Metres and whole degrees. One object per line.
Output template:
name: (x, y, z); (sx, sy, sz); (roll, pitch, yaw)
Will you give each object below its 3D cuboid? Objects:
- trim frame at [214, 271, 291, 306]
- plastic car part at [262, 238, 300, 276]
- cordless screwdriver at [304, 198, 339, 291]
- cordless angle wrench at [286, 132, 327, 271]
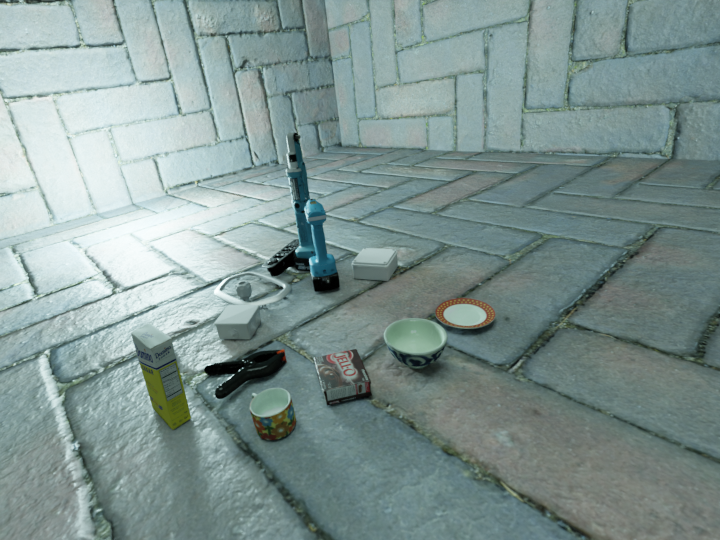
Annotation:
trim frame: (-0.314, 0.054, 1.234); (0.262, 0.027, 0.179); (13, 32, 38)
plastic car part: (-0.241, -0.040, 1.366); (0.069, 0.065, 0.199); (6, 28, 29)
cordless screwdriver: (-0.117, -0.076, 1.192); (0.074, 0.242, 0.164); (-9, 23, -7)
cordless angle wrench: (-0.177, -0.202, 1.280); (0.102, 0.412, 0.073); (4, 24, 25)
